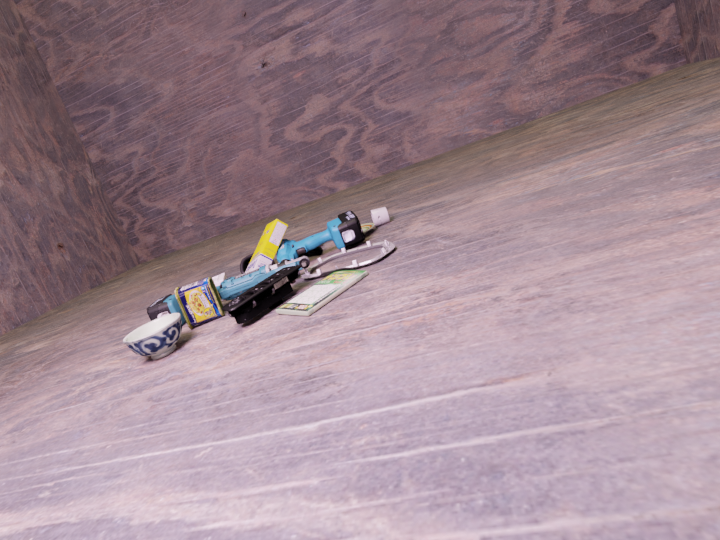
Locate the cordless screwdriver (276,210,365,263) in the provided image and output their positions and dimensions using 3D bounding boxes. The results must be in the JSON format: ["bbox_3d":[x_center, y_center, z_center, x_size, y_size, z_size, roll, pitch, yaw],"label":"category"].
[{"bbox_3d":[-0.114,-0.074,1.164,0.250,0.072,0.164,-21,25,2],"label":"cordless screwdriver"}]

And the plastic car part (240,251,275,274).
[{"bbox_3d":[-0.330,-0.027,1.375,0.118,0.066,0.070,-22,-2,11],"label":"plastic car part"}]

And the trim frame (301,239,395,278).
[{"bbox_3d":[-0.033,-0.029,1.033,0.257,0.027,0.182,-12,19,26],"label":"trim frame"}]

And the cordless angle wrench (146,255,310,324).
[{"bbox_3d":[-0.325,0.046,1.070,0.425,0.073,0.099,-20,14,5],"label":"cordless angle wrench"}]

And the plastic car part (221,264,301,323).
[{"bbox_3d":[-0.207,0.053,0.903,0.069,0.065,0.197,1,22,41],"label":"plastic car part"}]
